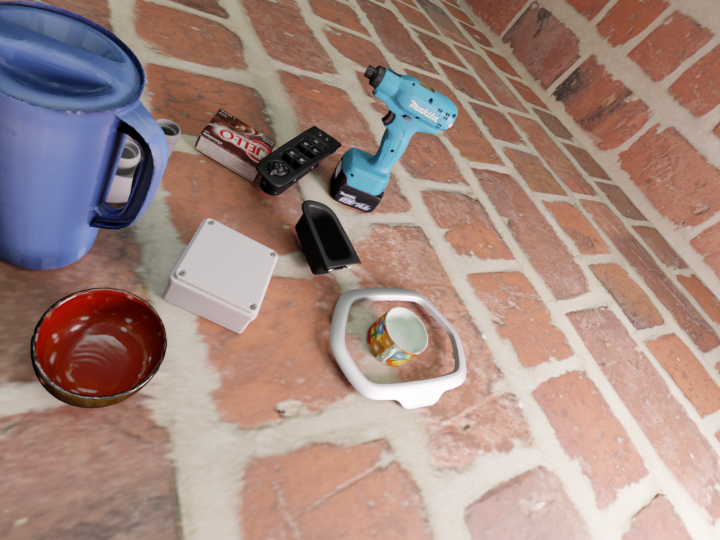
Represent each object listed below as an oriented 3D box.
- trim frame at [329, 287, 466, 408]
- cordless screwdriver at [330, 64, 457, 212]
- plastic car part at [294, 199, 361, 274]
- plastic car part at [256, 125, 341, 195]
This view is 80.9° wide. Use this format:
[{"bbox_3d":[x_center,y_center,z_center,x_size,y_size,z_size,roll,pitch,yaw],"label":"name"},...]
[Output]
[{"bbox_3d":[0.059,0.108,0.629,0.237,0.028,0.192,2,53,-34],"label":"trim frame"},{"bbox_3d":[0.024,-0.219,0.723,0.154,0.251,0.076,24,45,-20],"label":"cordless screwdriver"},{"bbox_3d":[-0.063,-0.041,0.640,0.063,0.071,0.121,-7,59,-40],"label":"plastic car part"},{"bbox_3d":[-0.114,-0.187,0.735,0.066,0.067,0.201,41,41,-2],"label":"plastic car part"}]
